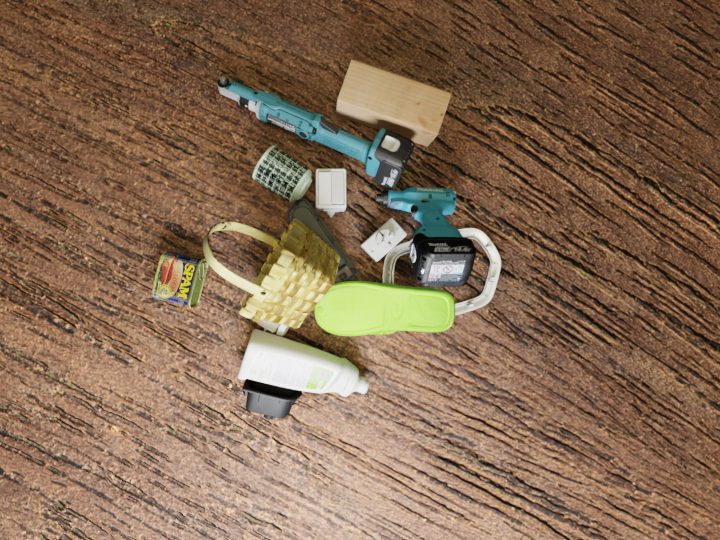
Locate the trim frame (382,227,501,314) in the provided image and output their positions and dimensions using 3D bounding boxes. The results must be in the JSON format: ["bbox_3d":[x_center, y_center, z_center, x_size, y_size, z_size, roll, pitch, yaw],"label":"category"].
[{"bbox_3d":[0.168,0.003,0.870,0.249,0.027,0.185,-13,86,2],"label":"trim frame"}]

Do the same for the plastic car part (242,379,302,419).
[{"bbox_3d":[-0.183,0.261,0.846,0.116,0.067,0.070,19,103,-3],"label":"plastic car part"}]

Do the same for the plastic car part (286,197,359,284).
[{"bbox_3d":[-0.084,-0.055,0.860,0.066,0.066,0.205,-34,85,4],"label":"plastic car part"}]

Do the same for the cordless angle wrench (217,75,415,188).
[{"bbox_3d":[-0.104,-0.297,0.862,0.428,0.096,0.074,25,69,6],"label":"cordless angle wrench"}]

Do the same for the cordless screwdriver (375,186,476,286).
[{"bbox_3d":[0.113,-0.080,0.786,0.159,0.256,0.072,2,129,-1],"label":"cordless screwdriver"}]
